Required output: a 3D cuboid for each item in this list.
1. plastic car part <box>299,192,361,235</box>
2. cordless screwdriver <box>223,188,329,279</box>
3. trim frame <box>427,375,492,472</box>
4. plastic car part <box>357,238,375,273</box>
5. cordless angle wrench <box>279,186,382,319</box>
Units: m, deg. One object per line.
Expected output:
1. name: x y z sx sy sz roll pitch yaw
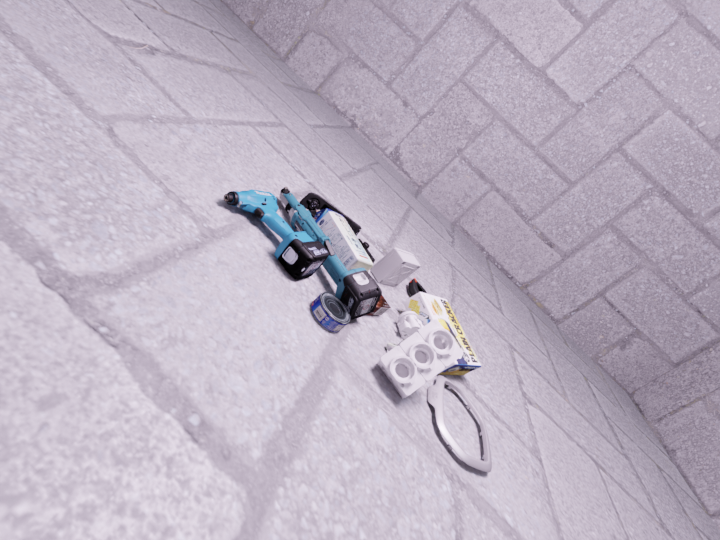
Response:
1. plastic car part: -0.094 -0.168 1.279 0.195 0.066 0.069 35 14 -21
2. cordless screwdriver: -0.193 -0.092 0.951 0.258 0.075 0.153 47 22 20
3. trim frame: 0.224 0.338 0.954 0.183 0.028 0.248 43 23 -4
4. plastic car part: -0.001 -0.048 1.208 0.062 0.072 0.122 18 36 -51
5. cordless angle wrench: -0.102 -0.067 1.046 0.072 0.096 0.445 -14 50 -32
